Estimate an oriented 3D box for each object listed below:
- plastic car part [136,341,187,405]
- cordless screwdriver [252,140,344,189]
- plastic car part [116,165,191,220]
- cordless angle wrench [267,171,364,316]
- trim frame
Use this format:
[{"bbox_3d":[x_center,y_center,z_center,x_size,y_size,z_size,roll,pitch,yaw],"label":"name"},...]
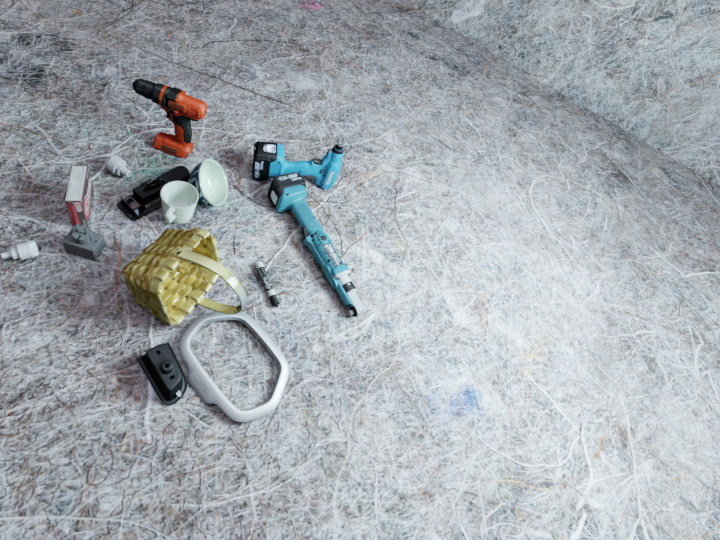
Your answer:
[{"bbox_3d":[-0.366,0.185,0.793,0.064,0.070,0.121,-26,65,-34],"label":"plastic car part"},{"bbox_3d":[-0.174,-0.308,1.177,0.243,0.158,0.077,7,55,-15],"label":"cordless screwdriver"},{"bbox_3d":[-0.497,-0.205,1.045,0.068,0.066,0.200,35,48,13],"label":"plastic car part"},{"bbox_3d":[-0.106,-0.069,1.084,0.095,0.074,0.438,-18,65,-32],"label":"cordless angle wrench"},{"bbox_3d":[-0.257,0.186,0.862,0.255,0.027,0.180,45,51,13],"label":"trim frame"}]
